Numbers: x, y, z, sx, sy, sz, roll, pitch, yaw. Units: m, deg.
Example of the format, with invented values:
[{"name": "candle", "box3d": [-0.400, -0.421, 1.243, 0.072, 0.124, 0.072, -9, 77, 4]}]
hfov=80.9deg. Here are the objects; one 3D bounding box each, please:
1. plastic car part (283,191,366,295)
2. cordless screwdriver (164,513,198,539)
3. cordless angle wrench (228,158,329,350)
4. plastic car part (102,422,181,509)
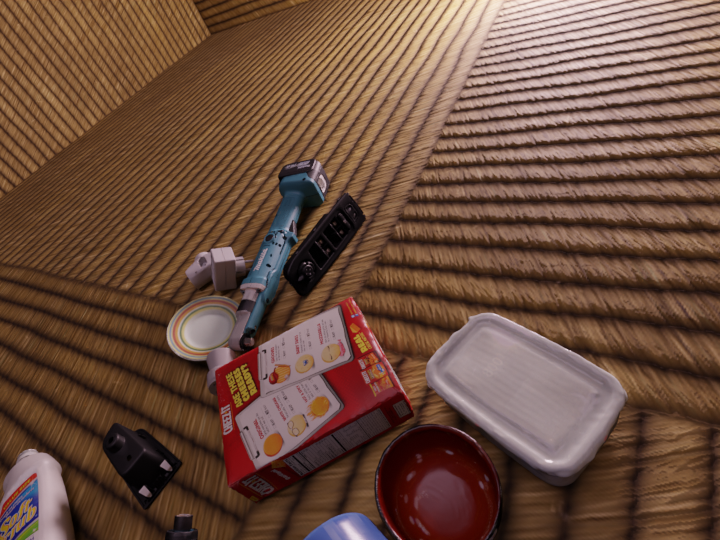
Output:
[{"name": "plastic car part", "box3d": [-0.072, -0.047, 0.740, 0.070, 0.063, 0.203, 1, 48, 42]}, {"name": "cordless screwdriver", "box3d": [-0.112, 0.290, 0.324, 0.255, 0.070, 0.163, -28, 55, 45]}, {"name": "cordless angle wrench", "box3d": [-0.154, -0.044, 0.779, 0.101, 0.070, 0.430, -6, 48, 24]}, {"name": "plastic car part", "box3d": [-0.309, 0.247, 0.568, 0.123, 0.067, 0.065, 17, 56, 36]}]
